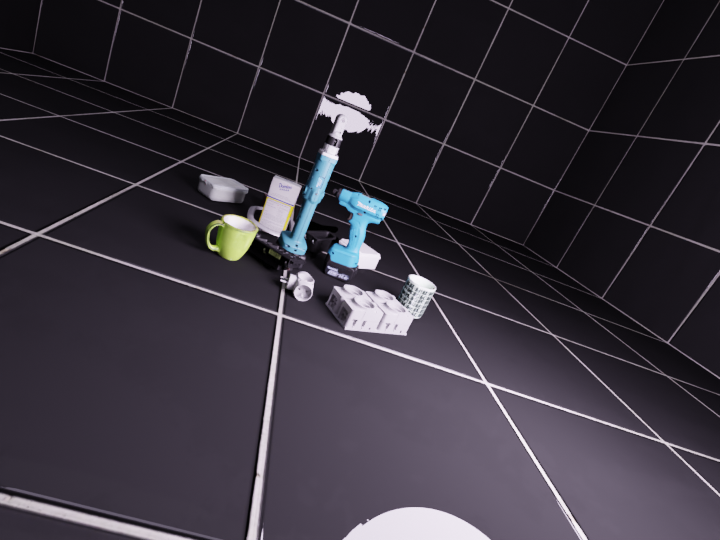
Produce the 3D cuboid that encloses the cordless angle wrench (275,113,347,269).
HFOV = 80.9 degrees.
[{"bbox_3d":[-0.125,-0.207,1.119,0.071,0.420,0.102,17,19,-24],"label":"cordless angle wrench"}]

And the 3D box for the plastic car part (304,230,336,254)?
[{"bbox_3d":[-0.130,-0.085,1.331,0.069,0.070,0.111,34,21,31],"label":"plastic car part"}]

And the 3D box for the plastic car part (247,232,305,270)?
[{"bbox_3d":[-0.239,-0.048,1.106,0.213,0.066,0.063,33,20,30],"label":"plastic car part"}]

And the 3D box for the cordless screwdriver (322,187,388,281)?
[{"bbox_3d":[-0.042,-0.103,1.202,0.161,0.247,0.074,25,17,5],"label":"cordless screwdriver"}]

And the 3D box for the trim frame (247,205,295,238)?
[{"bbox_3d":[-0.294,-0.163,1.429,0.179,0.027,0.257,17,19,-16],"label":"trim frame"}]
